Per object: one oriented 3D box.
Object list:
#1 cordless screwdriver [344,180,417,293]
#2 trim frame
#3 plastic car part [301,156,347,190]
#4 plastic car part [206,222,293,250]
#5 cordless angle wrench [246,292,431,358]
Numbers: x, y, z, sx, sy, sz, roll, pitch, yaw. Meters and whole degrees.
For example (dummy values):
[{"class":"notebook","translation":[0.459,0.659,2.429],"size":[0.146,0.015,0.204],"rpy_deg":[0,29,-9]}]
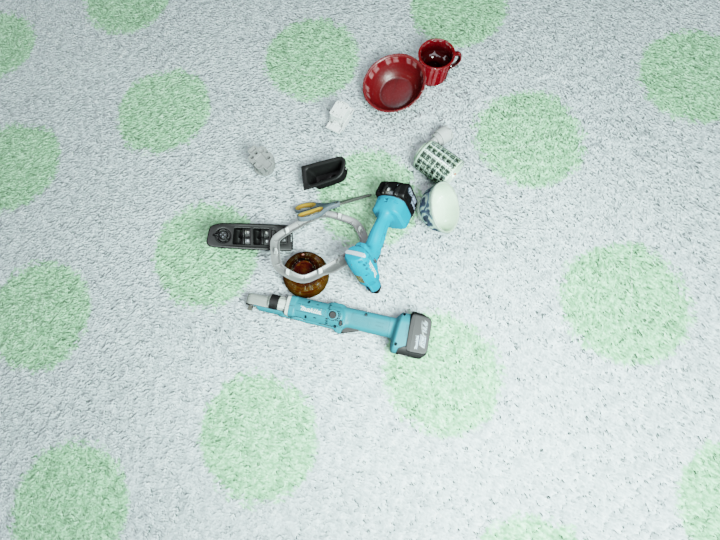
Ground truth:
[{"class":"cordless screwdriver","translation":[0.054,-0.076,0.980],"size":[0.078,0.151,0.249],"rpy_deg":[12,62,31]},{"class":"trim frame","translation":[-0.097,-0.063,0.989],"size":[0.243,0.027,0.193],"rpy_deg":[-31,59,-26]},{"class":"plastic car part","translation":[-0.081,-0.235,1.054],"size":[0.119,0.068,0.067],"rpy_deg":[-11,77,17]},{"class":"plastic car part","translation":[-0.268,-0.079,1.019],"size":[0.196,0.069,0.067],"rpy_deg":[2,83,-21]},{"class":"cordless angle wrench","translation":[-0.060,0.106,0.963],"size":[0.431,0.072,0.099],"rpy_deg":[11,77,10]}]
